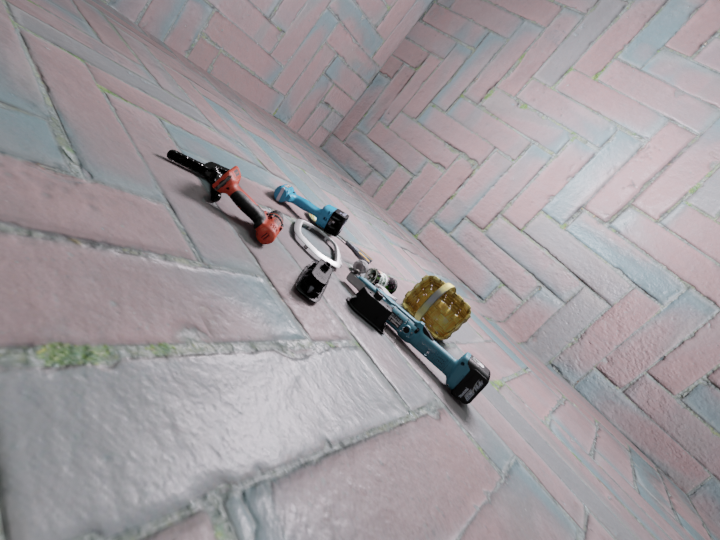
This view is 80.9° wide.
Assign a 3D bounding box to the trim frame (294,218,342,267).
[{"bbox_3d":[-0.121,-0.079,1.235,0.180,0.027,0.254,35,13,-15],"label":"trim frame"}]

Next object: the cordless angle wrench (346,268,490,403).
[{"bbox_3d":[0.123,0.146,1.065,0.439,0.098,0.071,41,13,20],"label":"cordless angle wrench"}]

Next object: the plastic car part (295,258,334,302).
[{"bbox_3d":[-0.093,0.016,0.947,0.066,0.067,0.203,46,16,-8],"label":"plastic car part"}]

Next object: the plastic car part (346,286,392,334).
[{"bbox_3d":[0.032,0.086,1.025,0.115,0.071,0.066,42,13,-6],"label":"plastic car part"}]

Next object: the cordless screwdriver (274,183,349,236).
[{"bbox_3d":[-0.161,-0.210,1.397,0.249,0.074,0.160,29,15,-1],"label":"cordless screwdriver"}]
